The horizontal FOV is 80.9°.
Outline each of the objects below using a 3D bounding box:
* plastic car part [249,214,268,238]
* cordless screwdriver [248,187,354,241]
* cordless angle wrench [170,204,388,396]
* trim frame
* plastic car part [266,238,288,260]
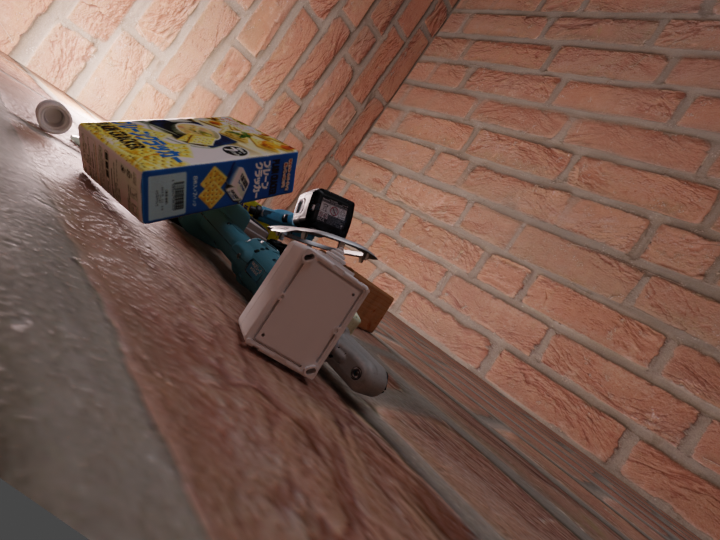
[{"bbox_3d":[-0.256,-0.088,0.904,0.116,0.066,0.071,38,-15,-4],"label":"plastic car part"},{"bbox_3d":[-0.128,-0.110,0.856,0.153,0.075,0.258,20,-9,-25],"label":"cordless screwdriver"},{"bbox_3d":[-0.117,-0.006,0.484,0.092,0.074,0.448,34,2,-46],"label":"cordless angle wrench"},{"bbox_3d":[-0.078,-0.051,0.799,0.174,0.027,0.262,22,-5,-37],"label":"trim frame"},{"bbox_3d":[-0.150,-0.028,0.892,0.069,0.067,0.193,31,2,26],"label":"plastic car part"}]
